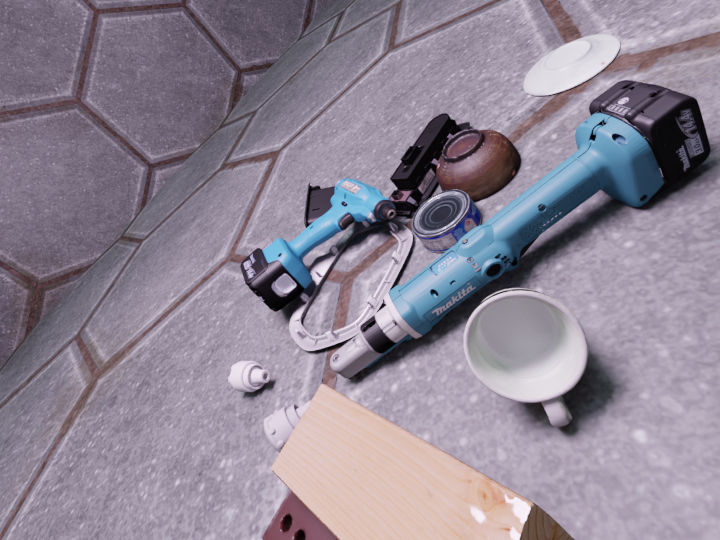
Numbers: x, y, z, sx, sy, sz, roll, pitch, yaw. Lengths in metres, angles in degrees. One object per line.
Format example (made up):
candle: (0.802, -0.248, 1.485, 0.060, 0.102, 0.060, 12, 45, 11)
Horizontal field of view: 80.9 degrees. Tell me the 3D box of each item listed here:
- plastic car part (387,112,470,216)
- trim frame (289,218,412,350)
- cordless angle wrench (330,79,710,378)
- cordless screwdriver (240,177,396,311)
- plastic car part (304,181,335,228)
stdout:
plastic car part: (0.102, -0.178, 0.679, 0.202, 0.064, 0.069, -53, 26, -18)
trim frame: (-0.020, 0.009, 0.631, 0.193, 0.026, 0.249, 3, 57, 50)
cordless angle wrench: (0.129, -0.015, 0.445, 0.426, 0.093, 0.078, -39, 35, 14)
cordless screwdriver: (-0.064, -0.042, 0.657, 0.248, 0.071, 0.167, -42, 32, -4)
plastic car part: (-0.062, -0.115, 0.790, 0.072, 0.063, 0.120, -17, 42, 14)
